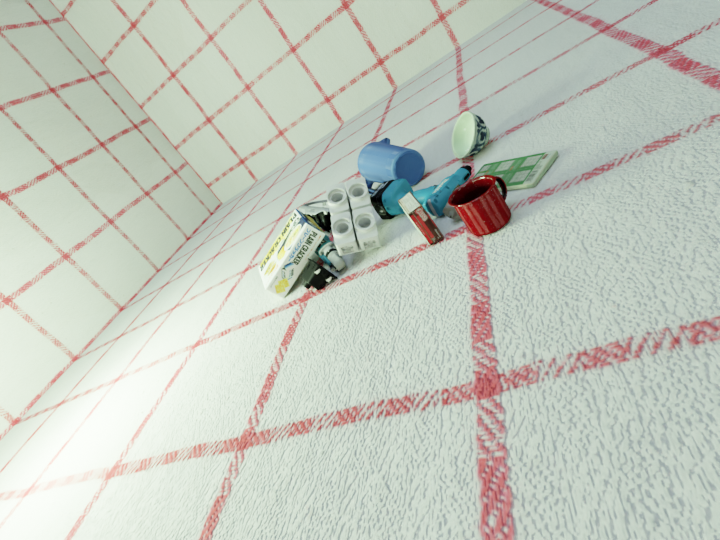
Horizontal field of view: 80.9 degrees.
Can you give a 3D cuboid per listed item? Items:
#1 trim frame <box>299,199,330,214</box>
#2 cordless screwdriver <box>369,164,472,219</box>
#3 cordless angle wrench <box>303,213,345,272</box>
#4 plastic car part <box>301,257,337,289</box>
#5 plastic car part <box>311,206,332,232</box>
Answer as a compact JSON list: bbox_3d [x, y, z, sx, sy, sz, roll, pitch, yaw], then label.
[{"bbox_3d":[-0.090,-0.206,1.355,0.178,0.027,0.262,-19,23,-37],"label":"trim frame"},{"bbox_3d":[0.149,-0.199,1.062,0.158,0.071,0.261,-48,29,-23],"label":"cordless screwdriver"},{"bbox_3d":[-0.120,-0.078,1.226,0.098,0.071,0.441,-40,26,-4],"label":"cordless angle wrench"},{"bbox_3d":[-0.118,0.016,1.074,0.071,0.063,0.121,-56,22,-6],"label":"plastic car part"},{"bbox_3d":[-0.123,-0.183,1.420,0.066,0.064,0.211,-32,22,-13],"label":"plastic car part"}]
